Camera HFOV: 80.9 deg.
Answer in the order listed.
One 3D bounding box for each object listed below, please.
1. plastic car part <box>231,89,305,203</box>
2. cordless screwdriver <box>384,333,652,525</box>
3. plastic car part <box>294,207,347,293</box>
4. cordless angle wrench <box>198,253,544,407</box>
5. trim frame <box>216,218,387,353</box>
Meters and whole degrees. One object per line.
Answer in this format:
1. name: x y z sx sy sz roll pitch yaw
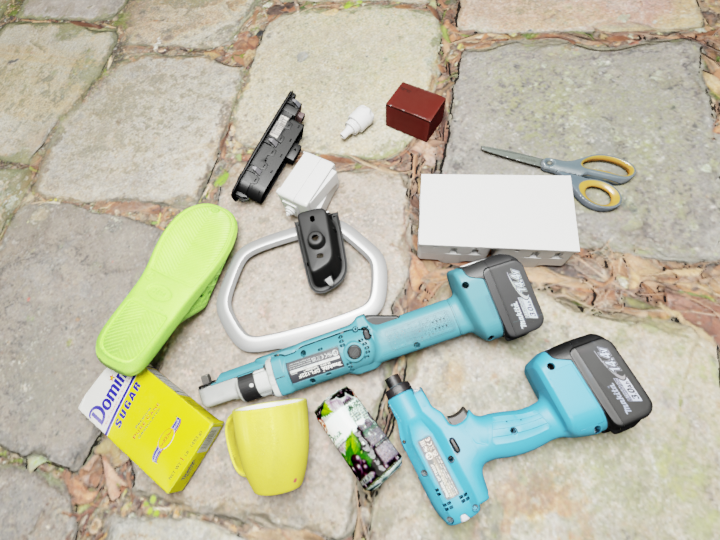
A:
1. plastic car part: -0.140 -0.186 0.680 0.066 0.067 0.203 32 73 -8
2. cordless screwdriver: 0.160 0.147 0.475 0.249 0.071 0.165 -29 66 1
3. plastic car part: -0.056 -0.036 0.568 0.066 0.068 0.120 -14 63 3
4. cordless angle wrench: -0.005 0.094 0.524 0.426 0.073 0.099 -20 86 6
5. trim frame: -0.085 0.022 0.596 0.249 0.026 0.190 -17 65 1
